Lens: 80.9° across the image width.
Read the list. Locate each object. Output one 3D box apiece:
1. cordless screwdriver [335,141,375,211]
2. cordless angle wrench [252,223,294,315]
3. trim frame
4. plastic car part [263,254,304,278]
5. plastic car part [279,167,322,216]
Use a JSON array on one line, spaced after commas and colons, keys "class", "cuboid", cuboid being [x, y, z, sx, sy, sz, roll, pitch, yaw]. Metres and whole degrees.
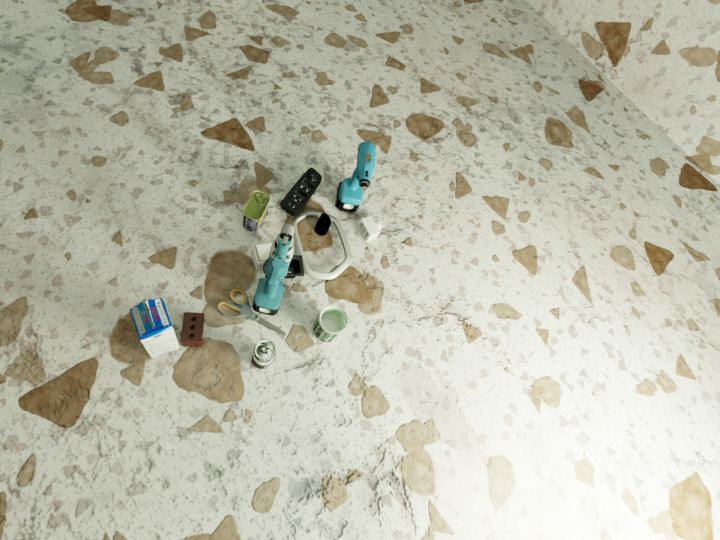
[{"class": "cordless screwdriver", "cuboid": [-0.014, -0.261, 1.306, 0.073, 0.248, 0.163, 11, 63, -13]}, {"class": "cordless angle wrench", "cuboid": [-0.205, -0.001, 1.026, 0.073, 0.422, 0.100, 16, 62, -11]}, {"class": "trim frame", "cuboid": [-0.128, -0.084, 1.313, 0.179, 0.027, 0.257, -12, 66, -19]}, {"class": "plastic car part", "cuboid": [-0.227, -0.002, 1.222, 0.114, 0.070, 0.068, -2, 65, -16]}, {"class": "plastic car part", "cuboid": [-0.188, -0.248, 1.362, 0.066, 0.067, 0.203, 29, 60, 0]}]
